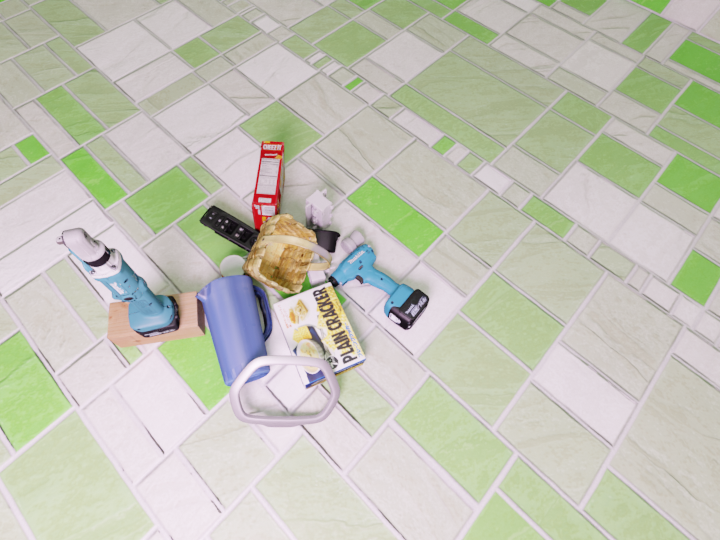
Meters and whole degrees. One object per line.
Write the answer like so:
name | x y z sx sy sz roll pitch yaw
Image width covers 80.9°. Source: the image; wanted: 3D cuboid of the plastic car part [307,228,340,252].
plastic car part | -0.115 -0.075 1.177 0.116 0.065 0.072 7 78 -3

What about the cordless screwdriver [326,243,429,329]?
cordless screwdriver | 0.042 0.054 1.101 0.157 0.072 0.259 -41 67 -20

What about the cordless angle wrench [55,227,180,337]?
cordless angle wrench | -0.442 0.031 0.801 0.096 0.415 0.077 -12 68 -12

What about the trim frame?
trim frame | -0.165 0.272 0.937 0.242 0.028 0.182 5 102 -16

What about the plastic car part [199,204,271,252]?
plastic car part | -0.344 -0.098 1.171 0.206 0.066 0.066 27 54 7
